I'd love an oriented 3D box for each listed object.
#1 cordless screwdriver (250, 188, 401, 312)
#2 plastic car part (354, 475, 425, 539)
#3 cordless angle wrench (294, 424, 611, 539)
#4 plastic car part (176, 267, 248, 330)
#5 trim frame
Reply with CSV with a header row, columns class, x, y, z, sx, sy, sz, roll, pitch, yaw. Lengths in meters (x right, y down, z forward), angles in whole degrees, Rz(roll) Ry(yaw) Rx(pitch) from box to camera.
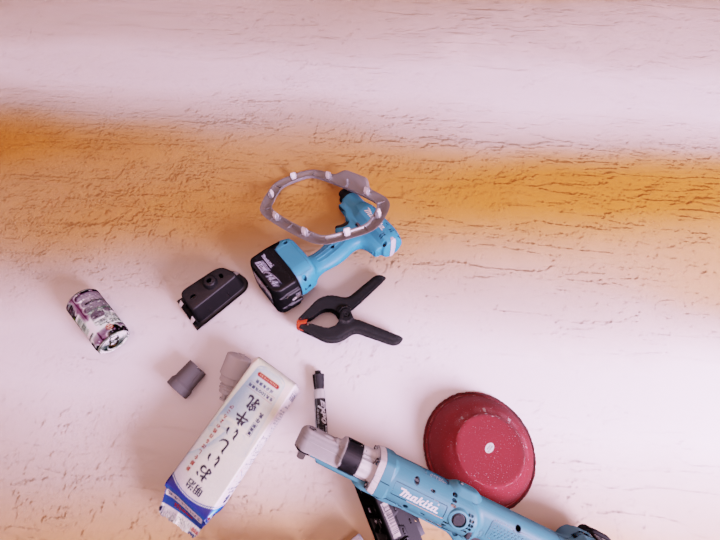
class,x,y,z,sx,sy,sz,roll,pitch,yaw
cordless screwdriver,-0.072,-0.047,0.735,0.245,0.072,0.167,-29,59,-15
plastic car part,0.055,0.362,0.552,0.064,0.066,0.210,-7,61,-30
cordless angle wrench,0.115,0.295,0.524,0.426,0.074,0.098,25,91,3
plastic car part,-0.250,0.033,0.704,0.115,0.069,0.068,-39,74,-12
trim frame,-0.068,-0.123,0.748,0.263,0.026,0.181,28,54,36
